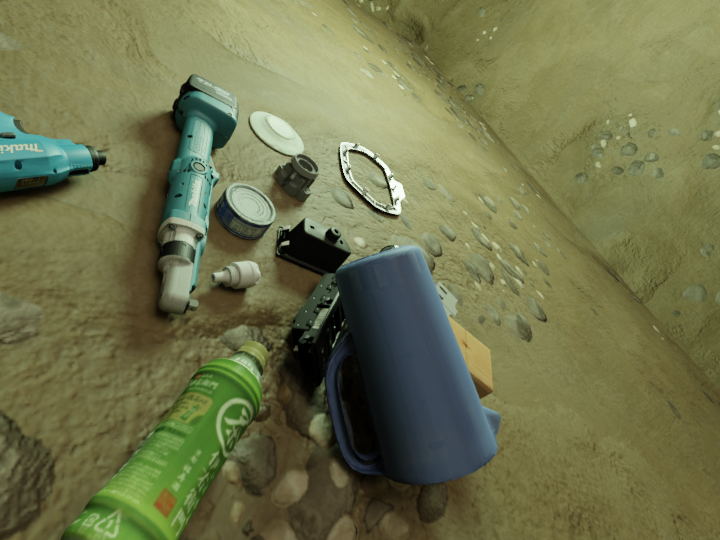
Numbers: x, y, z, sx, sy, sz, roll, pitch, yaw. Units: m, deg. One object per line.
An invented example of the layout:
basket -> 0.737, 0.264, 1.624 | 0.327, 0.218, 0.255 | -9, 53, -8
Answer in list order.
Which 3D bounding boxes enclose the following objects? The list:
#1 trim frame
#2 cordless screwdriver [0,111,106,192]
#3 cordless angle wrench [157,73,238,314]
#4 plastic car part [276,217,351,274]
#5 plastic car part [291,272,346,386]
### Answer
trim frame -> 0.029, -0.227, 1.007 | 0.176, 0.028, 0.258 | 25, 35, -27
cordless screwdriver -> -0.411, -0.193, 0.467 | 0.252, 0.075, 0.155 | 52, 33, 7
cordless angle wrench -> -0.230, -0.124, 0.581 | 0.093, 0.075, 0.439 | 20, 41, -32
plastic car part -> -0.064, -0.042, 0.657 | 0.112, 0.071, 0.068 | 23, 40, -23
plastic car part -> -0.047, 0.059, 0.569 | 0.202, 0.069, 0.064 | -58, 141, -54
